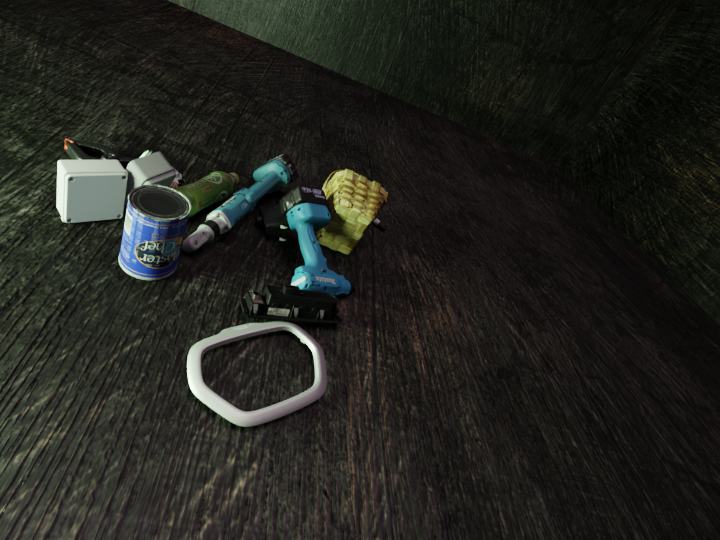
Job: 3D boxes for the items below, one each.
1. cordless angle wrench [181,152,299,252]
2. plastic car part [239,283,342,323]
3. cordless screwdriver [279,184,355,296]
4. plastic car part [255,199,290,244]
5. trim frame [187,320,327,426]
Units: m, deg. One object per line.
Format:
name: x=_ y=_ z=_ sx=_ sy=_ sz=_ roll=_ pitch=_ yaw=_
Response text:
cordless angle wrench: x=-0.275 y=-0.162 z=0.992 sx=0.072 sy=0.101 sz=0.423 roll=60 pitch=32 yaw=-23
plastic car part: x=-0.125 y=0.062 z=0.813 sx=0.194 sy=0.067 sz=0.069 roll=14 pitch=11 yaw=-27
cordless screwdriver: x=-0.091 y=-0.060 z=0.934 sx=0.151 sy=0.076 sz=0.256 roll=10 pitch=59 yaw=-43
plastic car part: x=-0.213 y=-0.117 z=1.009 sx=0.069 sy=0.064 sz=0.123 roll=-9 pitch=42 yaw=-23
trim frame: x=-0.162 y=0.157 z=0.696 sx=0.238 sy=0.027 sz=0.193 roll=-12 pitch=50 yaw=-41
